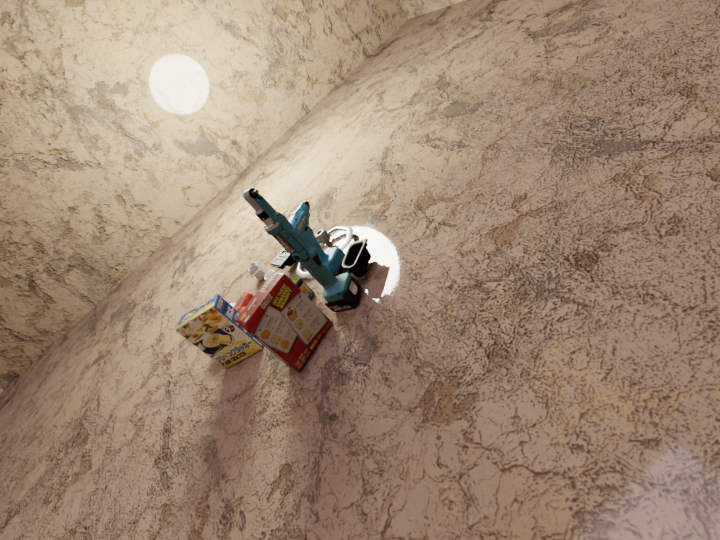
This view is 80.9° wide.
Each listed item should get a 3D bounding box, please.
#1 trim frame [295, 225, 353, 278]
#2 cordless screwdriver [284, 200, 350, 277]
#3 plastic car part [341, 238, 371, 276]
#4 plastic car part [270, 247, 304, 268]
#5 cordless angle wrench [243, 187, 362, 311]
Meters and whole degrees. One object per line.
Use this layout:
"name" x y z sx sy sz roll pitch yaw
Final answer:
"trim frame" -0.124 -0.065 1.435 0.250 0.026 0.192 -37 31 8
"cordless screwdriver" -0.122 -0.080 1.248 0.077 0.237 0.161 -20 35 34
"plastic car part" -0.005 -0.025 1.215 0.068 0.068 0.118 -17 39 37
"plastic car part" -0.237 -0.076 1.538 0.069 0.064 0.203 0 51 50
"cordless angle wrench" -0.151 -0.051 1.084 0.101 0.404 0.075 -18 36 38
